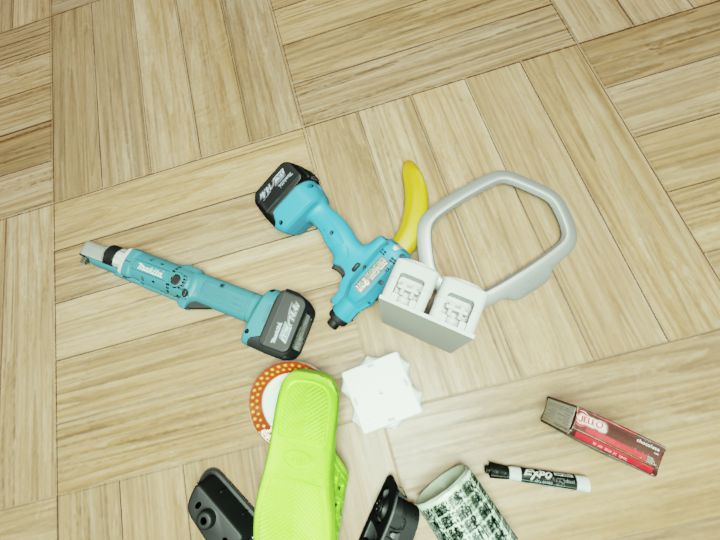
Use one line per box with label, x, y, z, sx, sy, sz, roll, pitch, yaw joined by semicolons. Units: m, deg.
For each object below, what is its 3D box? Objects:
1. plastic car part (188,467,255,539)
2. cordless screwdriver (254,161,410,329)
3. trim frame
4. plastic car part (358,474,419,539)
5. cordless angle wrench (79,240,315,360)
plastic car part;-0.187;0.326;0.556;0.120;0.069;0.066;41;81;15
cordless screwdriver;-0.064;-0.042;0.652;0.257;0.071;0.159;44;103;18
trim frame;0.199;-0.048;0.627;0.246;0.027;0.190;-31;73;-9
plastic car part;0.020;0.363;0.514;0.068;0.065;0.204;20;76;2
cordless angle wrench;-0.281;0.024;0.674;0.436;0.072;0.098;18;75;17
